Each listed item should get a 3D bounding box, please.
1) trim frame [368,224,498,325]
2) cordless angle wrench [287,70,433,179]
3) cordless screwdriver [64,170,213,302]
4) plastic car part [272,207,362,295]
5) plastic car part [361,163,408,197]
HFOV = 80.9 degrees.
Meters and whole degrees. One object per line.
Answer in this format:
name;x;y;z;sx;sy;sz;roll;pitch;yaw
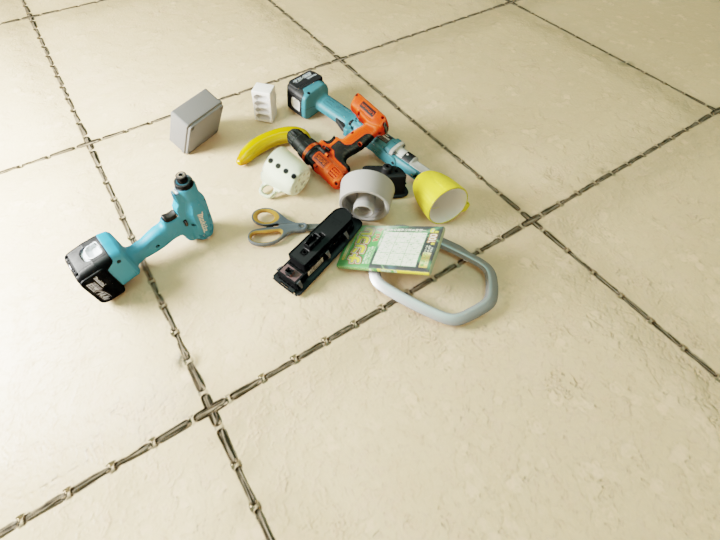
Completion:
trim frame;0.128;0.001;0.777;0.257;0.027;0.184;25;59;18
cordless angle wrench;-0.001;-0.327;0.983;0.096;0.072;0.440;-39;66;-25
cordless screwdriver;-0.378;-0.064;0.735;0.245;0.155;0.077;-37;66;-22
plastic car part;-0.077;-0.050;0.784;0.070;0.064;0.201;29;59;29
plastic car part;0.044;-0.192;0.885;0.116;0.069;0.068;-4;56;-1
